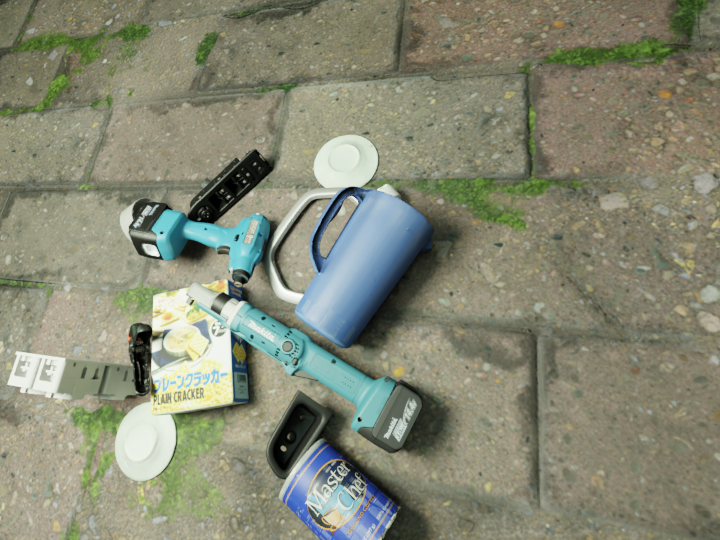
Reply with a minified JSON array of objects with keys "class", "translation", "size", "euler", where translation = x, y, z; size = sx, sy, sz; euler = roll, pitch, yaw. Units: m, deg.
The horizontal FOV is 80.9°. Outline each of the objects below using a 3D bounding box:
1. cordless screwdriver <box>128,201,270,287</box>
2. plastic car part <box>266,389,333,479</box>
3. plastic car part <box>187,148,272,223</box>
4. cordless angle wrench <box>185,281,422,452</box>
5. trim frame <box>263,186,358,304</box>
[{"class":"cordless screwdriver","translation":[-0.304,-0.048,0.789],"size":[0.251,0.072,0.163],"euler":[6,49,4]},{"class":"plastic car part","translation":[-0.104,0.256,0.663],"size":[0.066,0.070,0.116],"euler":[33,72,2]},{"class":"plastic car part","translation":[-0.284,-0.173,0.879],"size":[0.203,0.063,0.071],"euler":[-46,57,-3]},{"class":"cordless angle wrench","translation":[-0.110,0.127,0.677],"size":[0.436,0.072,0.098],"euler":[28,77,16]},{"class":"trim frame","translation":[-0.077,-0.051,0.790],"size":[0.193,0.026,0.248],"euler":[30,80,25]}]
